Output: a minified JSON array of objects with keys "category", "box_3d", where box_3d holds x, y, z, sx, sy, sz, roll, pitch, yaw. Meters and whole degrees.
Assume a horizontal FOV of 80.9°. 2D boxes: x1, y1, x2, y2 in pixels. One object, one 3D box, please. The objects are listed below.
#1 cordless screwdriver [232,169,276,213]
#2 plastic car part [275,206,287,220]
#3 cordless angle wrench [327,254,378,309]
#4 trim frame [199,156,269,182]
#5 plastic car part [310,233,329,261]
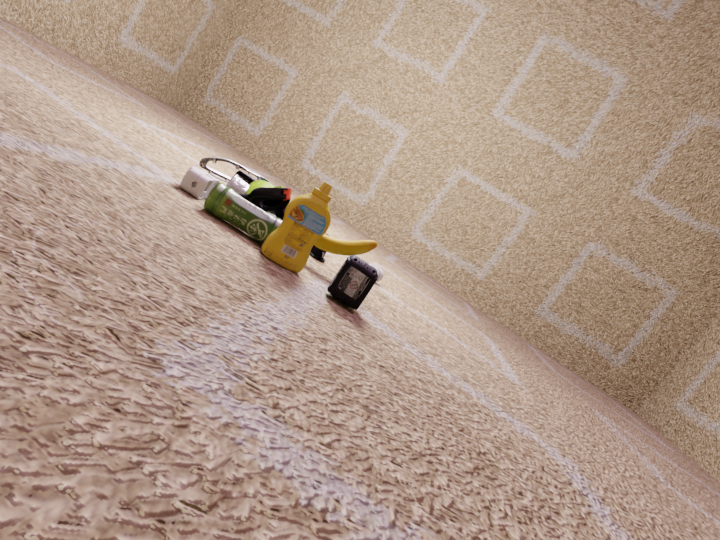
[{"category":"cordless screwdriver","box_3d":[-0.333,-0.248,1.387,0.168,0.074,0.236,35,4,31]},{"category":"plastic car part","box_3d":[-0.167,-0.107,1.027,0.067,0.067,0.198,8,-19,1]},{"category":"cordless angle wrench","box_3d":[-0.020,0.007,1.048,0.074,0.098,0.423,33,4,-4]},{"category":"trim frame","box_3d":[-0.412,-0.316,1.382,0.193,0.028,0.235,3,-12,33]},{"category":"plastic car part","box_3d":[-0.117,-0.076,1.193,0.063,0.071,0.122,28,7,-30]}]
